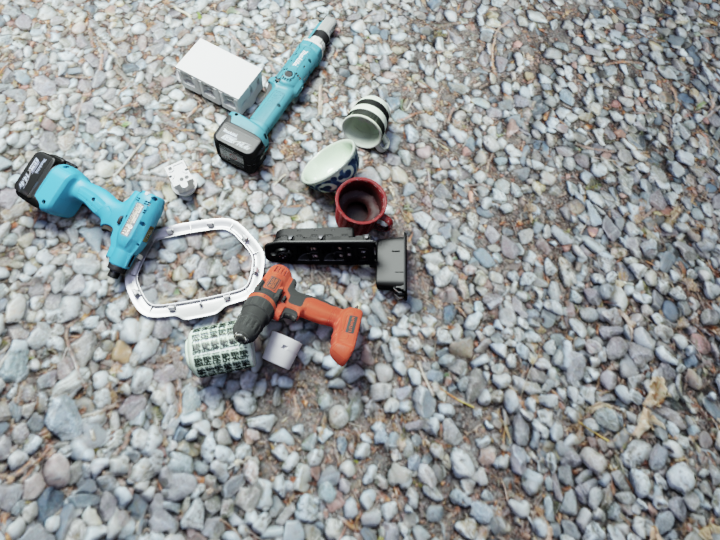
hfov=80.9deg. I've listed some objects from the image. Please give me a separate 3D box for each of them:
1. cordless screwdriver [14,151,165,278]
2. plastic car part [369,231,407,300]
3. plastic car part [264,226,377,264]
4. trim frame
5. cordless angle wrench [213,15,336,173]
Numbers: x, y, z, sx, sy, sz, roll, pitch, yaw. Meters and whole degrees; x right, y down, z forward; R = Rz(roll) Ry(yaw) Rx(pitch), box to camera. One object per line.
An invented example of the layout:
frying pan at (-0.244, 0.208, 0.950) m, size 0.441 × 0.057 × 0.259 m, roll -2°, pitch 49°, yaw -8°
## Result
cordless screwdriver at (-0.485, -0.100, 0.748) m, size 0.253 × 0.073 × 0.159 m, roll 23°, pitch 83°, yaw 8°
plastic car part at (0.052, -0.009, 0.770) m, size 0.072 × 0.063 × 0.119 m, roll -4°, pitch 68°, yaw 8°
plastic car part at (-0.074, -0.048, 0.758) m, size 0.205 × 0.064 × 0.069 m, roll -3°, pitch 60°, yaw 6°
trim frame at (-0.297, -0.005, 0.761) m, size 0.245 × 0.027 × 0.188 m, roll -10°, pitch 73°, yaw -9°
cordless angle wrench at (-0.153, -0.392, 0.885) m, size 0.099 × 0.073 × 0.424 m, roll 26°, pitch 69°, yaw 3°
